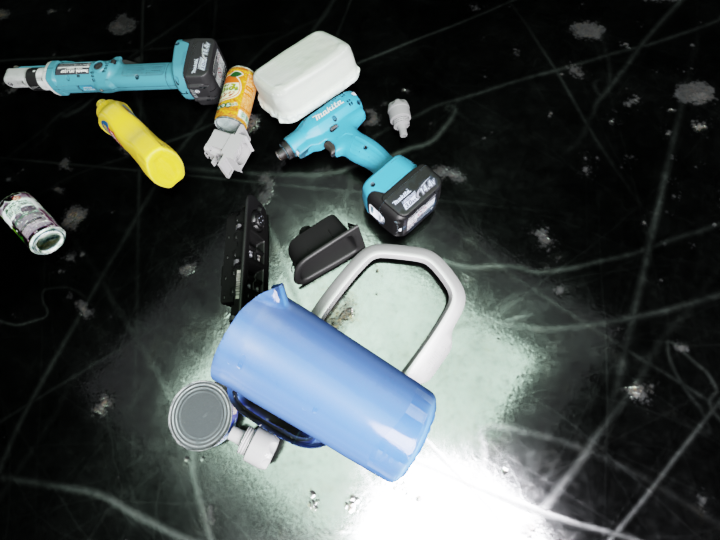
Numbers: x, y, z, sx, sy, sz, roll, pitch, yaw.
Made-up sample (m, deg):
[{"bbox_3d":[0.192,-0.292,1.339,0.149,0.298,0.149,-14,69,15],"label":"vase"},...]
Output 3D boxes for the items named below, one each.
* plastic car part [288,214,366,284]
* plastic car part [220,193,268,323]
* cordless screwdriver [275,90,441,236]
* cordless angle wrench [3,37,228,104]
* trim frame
[{"bbox_3d":[-0.061,-0.040,0.620,0.116,0.063,0.074,-29,57,-2],"label":"plastic car part"},{"bbox_3d":[-0.170,-0.011,0.621,0.069,0.063,0.206,-8,70,28],"label":"plastic car part"},{"bbox_3d":[-0.008,-0.156,0.646,0.158,0.072,0.259,-37,68,-7],"label":"cordless screwdriver"},{"bbox_3d":[-0.455,-0.352,0.763,0.430,0.072,0.099,2,72,9],"label":"cordless angle wrench"},{"bbox_3d":[0.033,0.072,0.585,0.190,0.027,0.248,34,76,17],"label":"trim frame"}]
